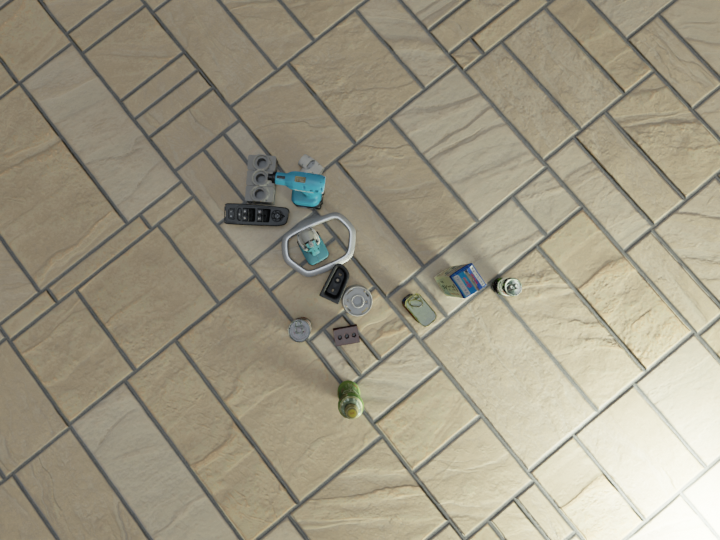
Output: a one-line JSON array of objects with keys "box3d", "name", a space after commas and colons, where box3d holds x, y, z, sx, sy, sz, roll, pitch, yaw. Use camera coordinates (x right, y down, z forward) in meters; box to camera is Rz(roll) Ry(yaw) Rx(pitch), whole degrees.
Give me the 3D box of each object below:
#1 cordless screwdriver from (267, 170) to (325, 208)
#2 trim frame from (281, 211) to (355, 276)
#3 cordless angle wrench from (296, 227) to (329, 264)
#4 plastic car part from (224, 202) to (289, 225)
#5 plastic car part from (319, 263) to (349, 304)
[{"box3d": [-0.183, -0.243, 1.258, 0.159, 0.248, 0.074, 9, 88, -2], "name": "cordless screwdriver"}, {"box3d": [-0.132, -0.087, 1.353, 0.248, 0.027, 0.186, -25, 85, -1], "name": "trim frame"}, {"box3d": [-0.136, -0.074, 1.155, 0.074, 0.422, 0.098, -28, 90, -4], "name": "cordless angle wrench"}, {"box3d": [-0.327, -0.174, 1.347, 0.203, 0.066, 0.066, 3, 87, 1], "name": "plastic car part"}, {"box3d": [-0.075, 0.038, 1.319, 0.066, 0.071, 0.116, 25, 86, 0], "name": "plastic car part"}]
